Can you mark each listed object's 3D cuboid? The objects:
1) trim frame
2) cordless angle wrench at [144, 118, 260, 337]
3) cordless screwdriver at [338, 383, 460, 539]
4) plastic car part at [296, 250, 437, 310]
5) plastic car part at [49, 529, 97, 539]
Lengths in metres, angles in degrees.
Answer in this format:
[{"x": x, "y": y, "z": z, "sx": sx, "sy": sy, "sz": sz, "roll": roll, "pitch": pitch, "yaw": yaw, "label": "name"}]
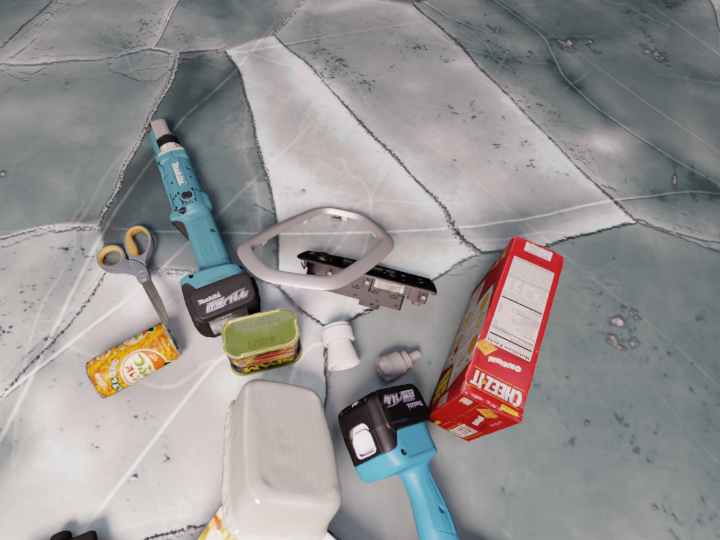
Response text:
[{"x": -0.060, "y": -0.039, "z": 0.614, "sx": 0.193, "sy": 0.027, "sz": 0.243, "roll": 24, "pitch": 39, "yaw": 25, "label": "trim frame"}, {"x": -0.272, "y": -0.102, "z": 0.673, "sx": 0.096, "sy": 0.072, "sz": 0.441, "roll": -21, "pitch": 62, "yaw": -16, "label": "cordless angle wrench"}, {"x": 0.054, "y": 0.256, "z": 0.444, "sx": 0.151, "sy": 0.075, "sz": 0.258, "roll": 1, "pitch": 53, "yaw": -48, "label": "cordless screwdriver"}, {"x": 0.003, "y": 0.016, "z": 0.622, "sx": 0.205, "sy": 0.066, "sz": 0.066, "roll": 18, "pitch": 22, "yaw": 4, "label": "plastic car part"}, {"x": -0.322, "y": 0.318, "z": 0.442, "sx": 0.114, "sy": 0.064, "sz": 0.075, "roll": -21, "pitch": 51, "yaw": -18, "label": "plastic car part"}]
